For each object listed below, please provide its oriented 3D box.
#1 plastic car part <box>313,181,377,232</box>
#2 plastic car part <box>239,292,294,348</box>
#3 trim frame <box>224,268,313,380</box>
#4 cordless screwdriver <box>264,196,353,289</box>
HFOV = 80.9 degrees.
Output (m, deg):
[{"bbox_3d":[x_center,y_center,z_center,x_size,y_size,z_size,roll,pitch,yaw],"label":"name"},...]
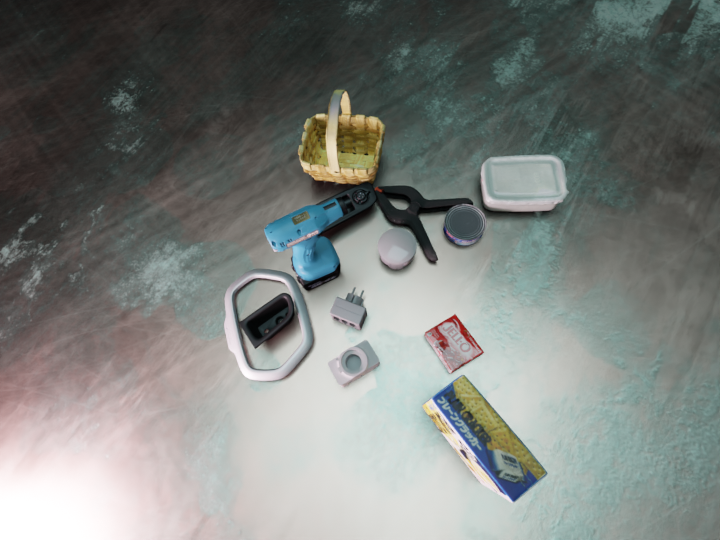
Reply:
[{"bbox_3d":[-0.054,-0.126,0.946,0.202,0.065,0.069,-30,68,-4],"label":"plastic car part"},{"bbox_3d":[-0.177,0.104,0.868,0.116,0.068,0.069,-36,69,-7],"label":"plastic car part"},{"bbox_3d":[-0.201,0.107,0.894,0.184,0.026,0.257,-22,66,0],"label":"trim frame"},{"bbox_3d":[-0.081,-0.053,0.824,0.159,0.241,0.077,-25,69,-4],"label":"cordless screwdriver"}]
